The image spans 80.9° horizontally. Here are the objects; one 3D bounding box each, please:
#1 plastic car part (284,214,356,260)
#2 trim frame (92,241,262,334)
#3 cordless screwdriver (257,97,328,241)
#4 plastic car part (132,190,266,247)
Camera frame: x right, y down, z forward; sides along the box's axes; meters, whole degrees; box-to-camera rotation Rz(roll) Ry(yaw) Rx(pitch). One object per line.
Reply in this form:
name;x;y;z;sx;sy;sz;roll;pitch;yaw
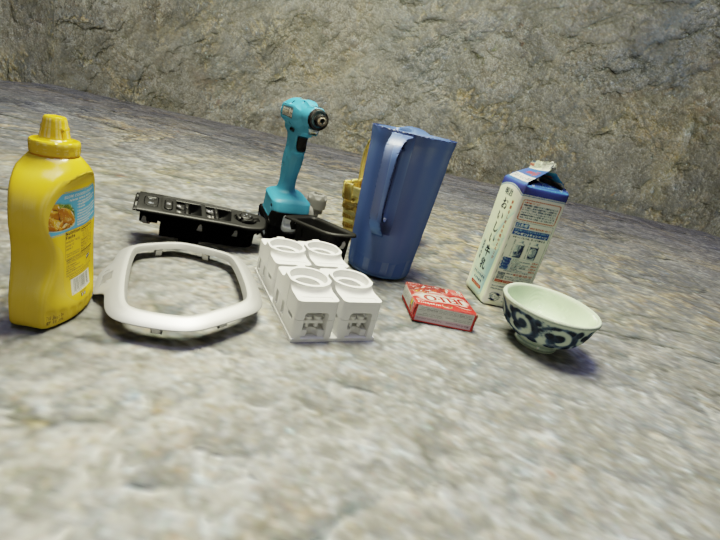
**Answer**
plastic car part;-0.067;-0.044;0.687;0.063;0.070;0.123;-8;28;-46
trim frame;-0.219;0.012;0.514;0.177;0.027;0.261;2;23;-26
cordless screwdriver;-0.113;-0.166;0.729;0.071;0.246;0.167;4;21;-27
plastic car part;-0.247;-0.072;0.663;0.196;0.066;0.069;4;22;-22
